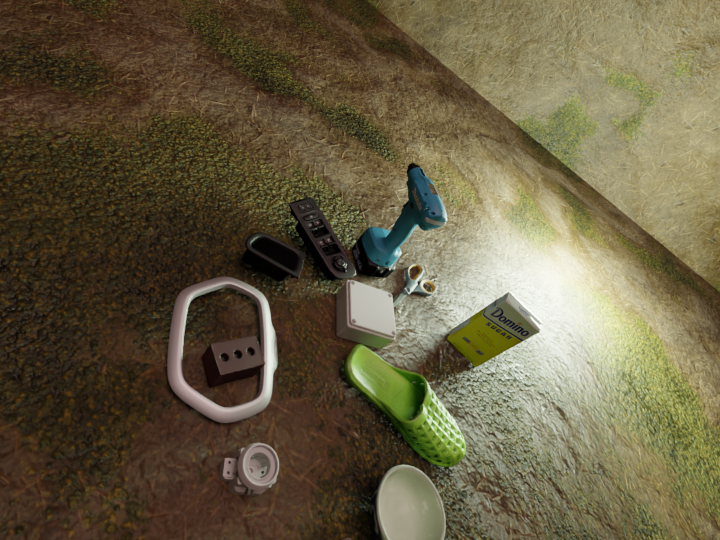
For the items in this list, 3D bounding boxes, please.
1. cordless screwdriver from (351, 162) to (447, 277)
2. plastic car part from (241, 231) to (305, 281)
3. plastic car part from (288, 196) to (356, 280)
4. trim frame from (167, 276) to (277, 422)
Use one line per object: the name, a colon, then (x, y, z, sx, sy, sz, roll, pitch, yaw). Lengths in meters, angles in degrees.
cordless screwdriver: (0.074, -0.103, 0.916, 0.071, 0.251, 0.165, 10, 51, -32)
plastic car part: (-0.174, -0.019, 0.804, 0.113, 0.071, 0.067, 27, 44, -14)
plastic car part: (-0.088, -0.058, 0.900, 0.064, 0.067, 0.209, -18, 66, -44)
trim frame: (-0.216, 0.118, 0.686, 0.176, 0.028, 0.258, 10, 49, -28)
